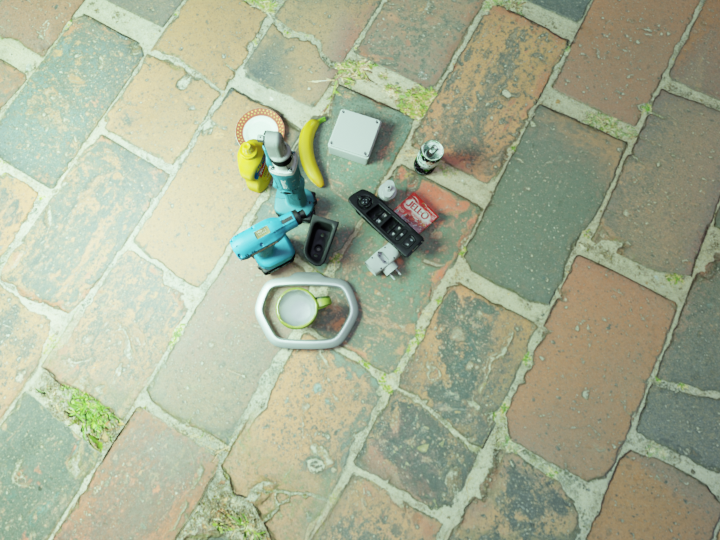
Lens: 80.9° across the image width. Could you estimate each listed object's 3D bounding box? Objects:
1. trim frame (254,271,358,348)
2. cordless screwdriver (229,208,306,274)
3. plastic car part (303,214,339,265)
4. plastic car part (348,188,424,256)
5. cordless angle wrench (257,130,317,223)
[{"bbox_3d":[-0.129,0.094,1.013,0.249,0.027,0.186,-1,79,2],"label":"trim frame"},{"bbox_3d":[-0.185,-0.064,0.935,0.158,0.246,0.075,-29,85,-5],"label":"cordless screwdriver"},{"bbox_3d":[-0.100,-0.065,1.021,0.066,0.070,0.117,16,81,2],"label":"plastic car part"},{"bbox_3d":[0.056,-0.117,1.026,0.066,0.066,0.206,-44,81,-7],"label":"plastic car part"},{"bbox_3d":[-0.148,-0.183,0.868,0.098,0.419,0.075,7,82,-2],"label":"cordless angle wrench"}]
